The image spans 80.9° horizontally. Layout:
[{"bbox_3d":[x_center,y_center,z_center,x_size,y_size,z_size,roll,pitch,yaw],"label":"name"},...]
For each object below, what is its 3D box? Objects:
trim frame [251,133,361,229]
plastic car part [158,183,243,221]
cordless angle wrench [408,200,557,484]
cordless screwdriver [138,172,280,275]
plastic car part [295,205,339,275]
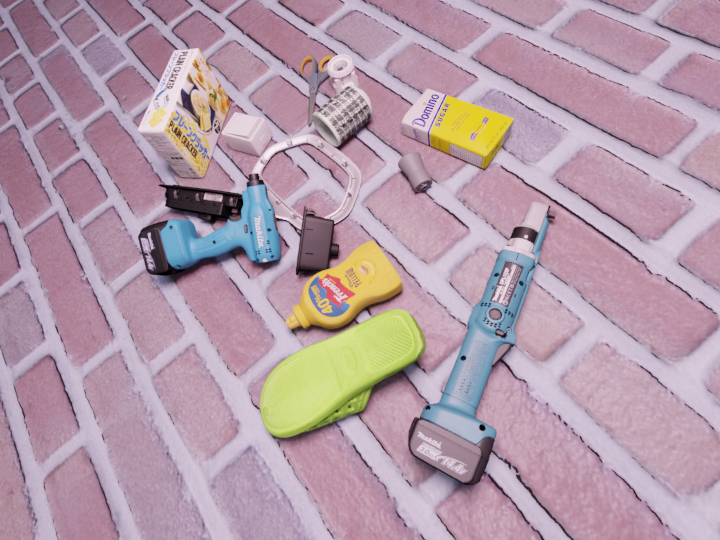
[{"bbox_3d":[-0.111,-0.177,0.825,0.183,0.026,0.260,-43,64,-5],"label":"trim frame"},{"bbox_3d":[-0.316,-0.136,0.849,0.210,0.064,0.067,15,95,20],"label":"plastic car part"},{"bbox_3d":[0.190,0.073,0.600,0.102,0.071,0.424,20,70,21],"label":"cordless angle wrench"},{"bbox_3d":[-0.274,-0.079,0.770,0.252,0.073,0.159,-9,91,10],"label":"cordless screwdriver"},{"bbox_3d":[-0.072,-0.047,0.732,0.071,0.065,0.117,4,86,1],"label":"plastic car part"}]
